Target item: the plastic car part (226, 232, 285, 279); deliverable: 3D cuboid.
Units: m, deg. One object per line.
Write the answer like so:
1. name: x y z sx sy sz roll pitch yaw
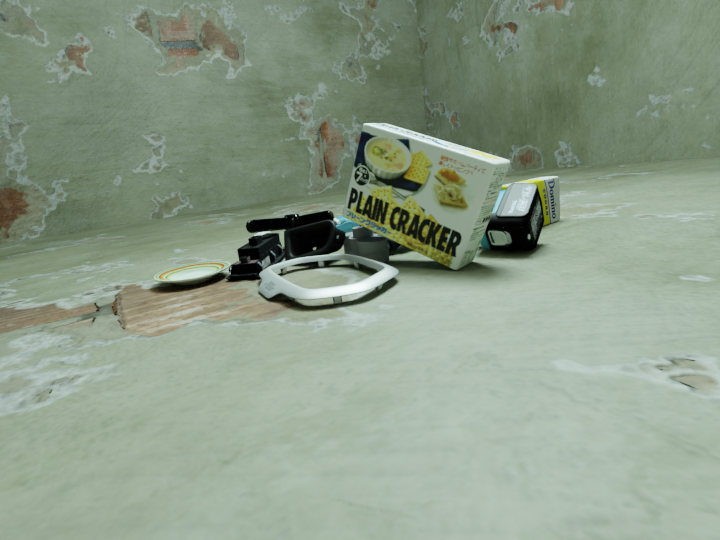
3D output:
1. plastic car part: -0.189 -0.034 0.791 0.067 0.066 0.202 -12 10 9

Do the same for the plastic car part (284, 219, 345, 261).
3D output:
1. plastic car part: -0.075 -0.049 0.770 0.121 0.067 0.067 -12 -14 31

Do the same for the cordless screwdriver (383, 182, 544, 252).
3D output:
1. cordless screwdriver: 0.161 -0.079 0.715 0.262 0.071 0.158 10 52 42

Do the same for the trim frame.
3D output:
1. trim frame: -0.057 0.008 0.622 0.179 0.027 0.260 -13 16 -25

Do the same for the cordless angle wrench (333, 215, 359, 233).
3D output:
1. cordless angle wrench: 0.026 -0.122 1.016 0.409 0.073 0.103 -18 16 -30
